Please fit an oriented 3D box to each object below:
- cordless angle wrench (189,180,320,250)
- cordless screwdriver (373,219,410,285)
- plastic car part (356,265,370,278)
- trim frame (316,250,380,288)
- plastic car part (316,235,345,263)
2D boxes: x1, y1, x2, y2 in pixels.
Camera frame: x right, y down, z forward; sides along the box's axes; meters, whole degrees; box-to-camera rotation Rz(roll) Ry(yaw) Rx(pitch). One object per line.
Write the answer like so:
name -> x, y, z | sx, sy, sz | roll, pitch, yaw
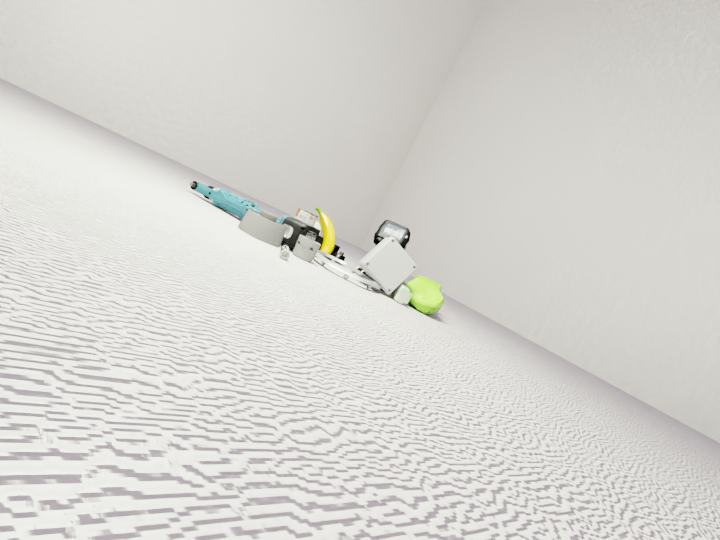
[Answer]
cordless angle wrench -> -0.304, -0.160, 1.135 | 0.443, 0.074, 0.093 | 26, 3, 26
cordless screwdriver -> 0.098, -0.037, 1.320 | 0.163, 0.074, 0.244 | 29, -34, 9
plastic car part -> 0.049, 0.002, 1.283 | 0.112, 0.071, 0.069 | 22, 7, -24
trim frame -> -0.048, -0.006, 1.102 | 0.175, 0.027, 0.261 | 23, 4, -32
plastic car part -> -0.132, -0.086, 1.351 | 0.211, 0.067, 0.064 | 26, 10, 22
